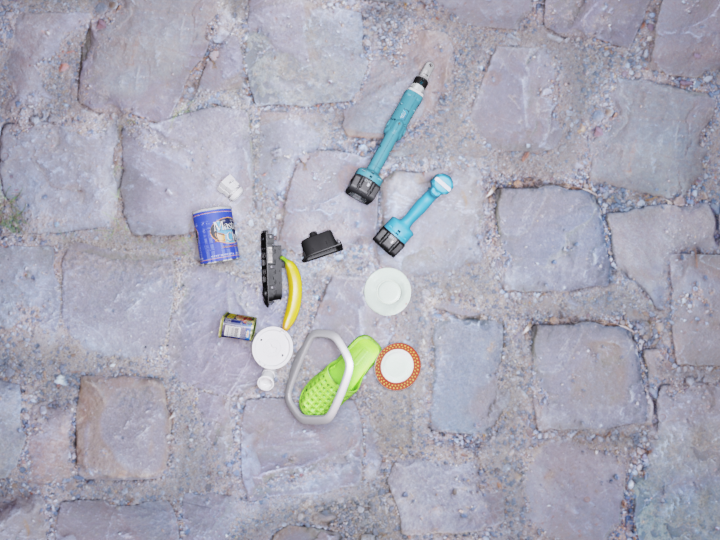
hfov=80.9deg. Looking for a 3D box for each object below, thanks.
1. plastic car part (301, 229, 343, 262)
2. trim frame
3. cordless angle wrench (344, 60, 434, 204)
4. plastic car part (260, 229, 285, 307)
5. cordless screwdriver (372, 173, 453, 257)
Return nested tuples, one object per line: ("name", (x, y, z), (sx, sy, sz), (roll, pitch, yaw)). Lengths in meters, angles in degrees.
("plastic car part", (-0.111, -0.073, 1.138), (0.117, 0.064, 0.072), (-16, 76, 1))
("trim frame", (-0.111, 0.274, 1.091), (0.194, 0.026, 0.248), (22, 91, 33))
("cordless angle wrench", (0.093, -0.378, 1.130), (0.073, 0.099, 0.423), (29, 85, -8))
("plastic car part", (-0.237, -0.004, 1.133), (0.064, 0.069, 0.203), (3, 88, -30))
("cordless screwdriver", (0.141, -0.152, 1.115), (0.074, 0.158, 0.250), (42, 104, -2))
